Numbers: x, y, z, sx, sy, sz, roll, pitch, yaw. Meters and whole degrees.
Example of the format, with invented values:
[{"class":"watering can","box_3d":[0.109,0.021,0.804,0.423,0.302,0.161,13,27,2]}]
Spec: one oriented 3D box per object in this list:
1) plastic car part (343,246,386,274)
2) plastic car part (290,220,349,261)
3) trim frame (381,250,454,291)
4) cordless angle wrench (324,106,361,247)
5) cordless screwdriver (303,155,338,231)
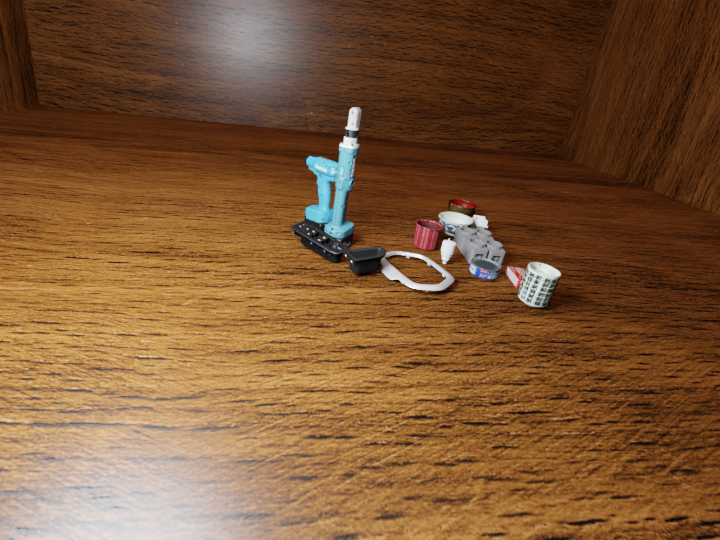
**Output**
[{"class":"plastic car part","box_3d":[0.016,-0.022,1.171,0.113,0.069,0.069,-5,29,-24]},{"class":"plastic car part","box_3d":[-0.123,-0.080,1.258,0.214,0.066,0.064,28,31,35]},{"class":"trim frame","box_3d":[0.153,-0.001,1.211,0.178,0.027,0.262,-6,29,-24]},{"class":"cordless angle wrench","box_3d":[-0.046,-0.264,1.252,0.078,0.415,0.095,22,27,24]},{"class":"cordless screwdriver","box_3d":[-0.139,-0.248,1.390,0.071,0.244,0.168,-16,34,-43]}]
